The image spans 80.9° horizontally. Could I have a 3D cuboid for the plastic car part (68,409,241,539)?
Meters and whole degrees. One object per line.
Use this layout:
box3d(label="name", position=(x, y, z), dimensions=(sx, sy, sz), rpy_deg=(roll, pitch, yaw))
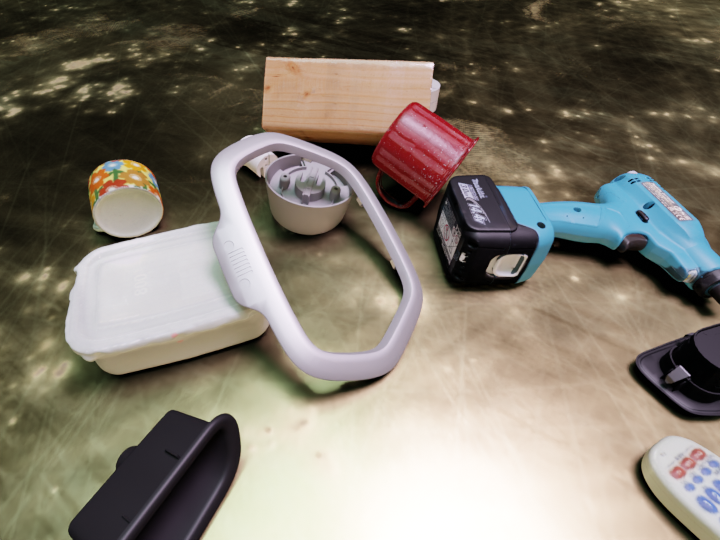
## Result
box3d(label="plastic car part", position=(-0.137, 0.145, 0.278), dimensions=(0.074, 0.063, 0.116), rpy_deg=(6, 43, 25))

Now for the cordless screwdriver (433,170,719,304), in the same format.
box3d(label="cordless screwdriver", position=(0.209, -0.028, 0.410), dimensions=(0.246, 0.072, 0.166), rpy_deg=(-4, 47, -7))

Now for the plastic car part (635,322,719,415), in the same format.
box3d(label="plastic car part", position=(0.326, 0.060, 0.333), dimensions=(0.201, 0.065, 0.069), rpy_deg=(-15, 56, -8))

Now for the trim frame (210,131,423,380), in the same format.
box3d(label="trim frame", position=(-0.037, -0.024, 0.380), dimensions=(0.177, 0.028, 0.254), rpy_deg=(-16, 73, -38))
